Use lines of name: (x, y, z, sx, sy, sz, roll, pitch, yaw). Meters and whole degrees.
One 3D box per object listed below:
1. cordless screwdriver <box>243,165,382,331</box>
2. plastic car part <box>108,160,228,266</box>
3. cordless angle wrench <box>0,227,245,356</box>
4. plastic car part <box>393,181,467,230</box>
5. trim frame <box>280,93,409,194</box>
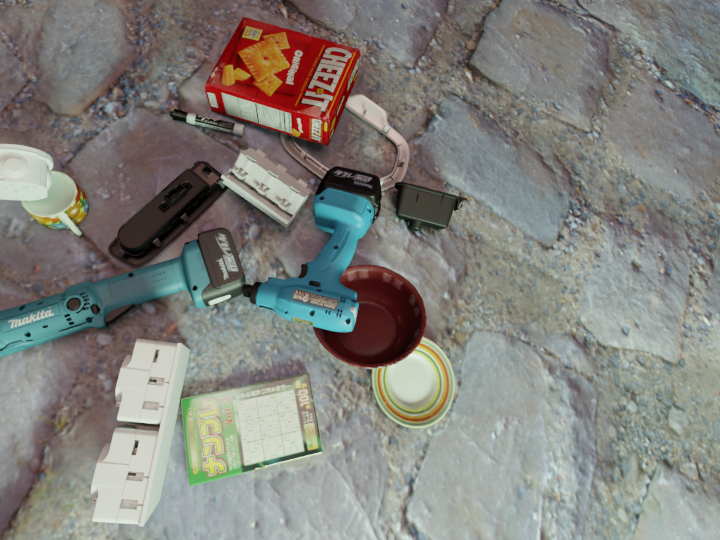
cordless screwdriver: (-0.061, -0.040, 0.624, 0.162, 0.072, 0.252, 11, 60, 10)
plastic car part: (-0.282, -0.089, 0.626, 0.066, 0.068, 0.202, 41, 71, -7)
cordless angle wrench: (-0.366, 0.050, 0.558, 0.416, 0.074, 0.100, -19, 78, -14)
plastic car part: (0.106, -0.101, 0.712, 0.115, 0.066, 0.071, 11, 85, -6)
trim frame: (-0.026, -0.234, 0.743, 0.250, 0.027, 0.183, 35, 68, 3)
